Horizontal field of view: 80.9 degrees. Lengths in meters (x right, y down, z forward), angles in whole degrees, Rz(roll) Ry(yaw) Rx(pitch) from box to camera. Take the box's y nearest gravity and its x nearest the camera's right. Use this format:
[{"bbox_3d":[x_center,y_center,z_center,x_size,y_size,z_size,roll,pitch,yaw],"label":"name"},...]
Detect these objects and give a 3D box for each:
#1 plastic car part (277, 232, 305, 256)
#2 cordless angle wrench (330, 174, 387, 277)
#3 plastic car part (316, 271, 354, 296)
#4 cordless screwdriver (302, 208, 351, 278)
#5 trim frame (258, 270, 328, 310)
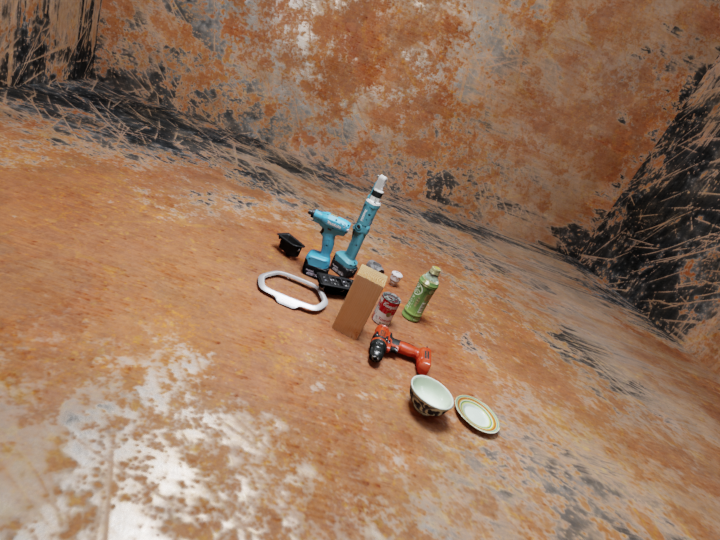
[{"bbox_3d":[-0.276,-0.092,1.646,0.123,0.070,0.063,39,28,32],"label":"plastic car part"},{"bbox_3d":[0.006,-0.167,1.613,0.103,0.420,0.071,38,26,28],"label":"cordless angle wrench"},{"bbox_3d":[-0.069,0.061,1.509,0.194,0.066,0.070,8,28,-29],"label":"plastic car part"},{"bbox_3d":[-0.152,-0.099,1.550,0.160,0.247,0.075,25,23,1],"label":"cordless screwdriver"},{"bbox_3d":[-0.225,0.066,1.412,0.249,0.027,0.186,22,24,-1],"label":"trim frame"}]
